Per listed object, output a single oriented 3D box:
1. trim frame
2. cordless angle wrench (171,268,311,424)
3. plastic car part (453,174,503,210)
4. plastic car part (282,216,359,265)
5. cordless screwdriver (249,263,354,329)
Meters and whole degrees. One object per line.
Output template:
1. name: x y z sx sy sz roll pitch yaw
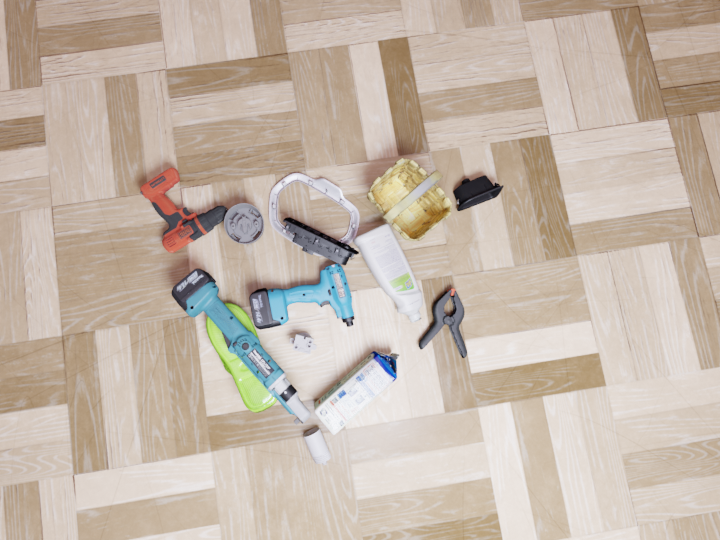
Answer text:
1. trim frame: -0.122 -0.148 1.094 0.251 0.027 0.184 32 83 4
2. cordless angle wrench: -0.264 0.175 0.970 0.097 0.073 0.431 -42 80 -14
3. plastic car part: 0.294 -0.209 1.096 0.116 0.064 0.073 -19 71 -1
4. plastic car part: -0.102 -0.067 1.045 0.203 0.066 0.067 22 94 1
5. cordless screwdriver: -0.142 0.090 1.043 0.246 0.074 0.160 -17 85 -7
